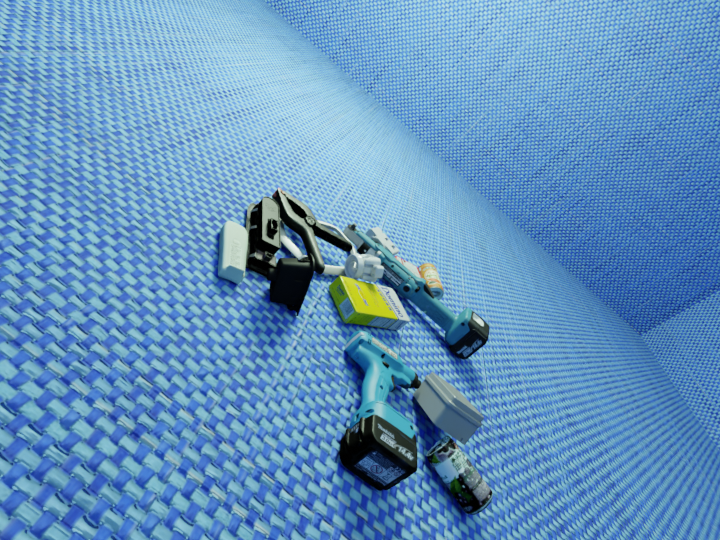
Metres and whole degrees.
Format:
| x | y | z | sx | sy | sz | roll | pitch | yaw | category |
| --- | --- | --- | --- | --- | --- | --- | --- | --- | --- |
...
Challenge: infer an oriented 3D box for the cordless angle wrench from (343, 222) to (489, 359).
| x | y | z | sx | sy | sz | roll | pitch | yaw | category |
| --- | --- | --- | --- | --- | --- | --- | --- | --- | --- |
| 0.120 | 0.036 | 1.034 | 0.429 | 0.098 | 0.073 | 41 | 28 | 7 | cordless angle wrench |

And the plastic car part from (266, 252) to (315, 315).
| x | y | z | sx | sy | sz | roll | pitch | yaw | category |
| --- | --- | --- | --- | --- | --- | --- | --- | --- | --- |
| -0.125 | 0.015 | 0.722 | 0.069 | 0.115 | 0.069 | 5 | 43 | -19 | plastic car part |

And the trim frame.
| x | y | z | sx | sy | sz | roll | pitch | yaw | category |
| --- | --- | --- | --- | --- | --- | --- | --- | --- | --- |
| -0.093 | -0.061 | 0.950 | 0.236 | 0.028 | 0.192 | 4 | 47 | -47 | trim frame |

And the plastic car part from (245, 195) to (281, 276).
| x | y | z | sx | sy | sz | roll | pitch | yaw | category |
| --- | --- | --- | --- | --- | --- | --- | --- | --- | --- |
| -0.187 | -0.080 | 0.821 | 0.063 | 0.067 | 0.212 | 19 | 33 | -28 | plastic car part |

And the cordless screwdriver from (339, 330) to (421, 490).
| x | y | z | sx | sy | sz | roll | pitch | yaw | category |
| --- | --- | --- | --- | --- | --- | --- | --- | --- | --- |
| 0.046 | 0.220 | 0.684 | 0.155 | 0.075 | 0.254 | 35 | 25 | -16 | cordless screwdriver |
